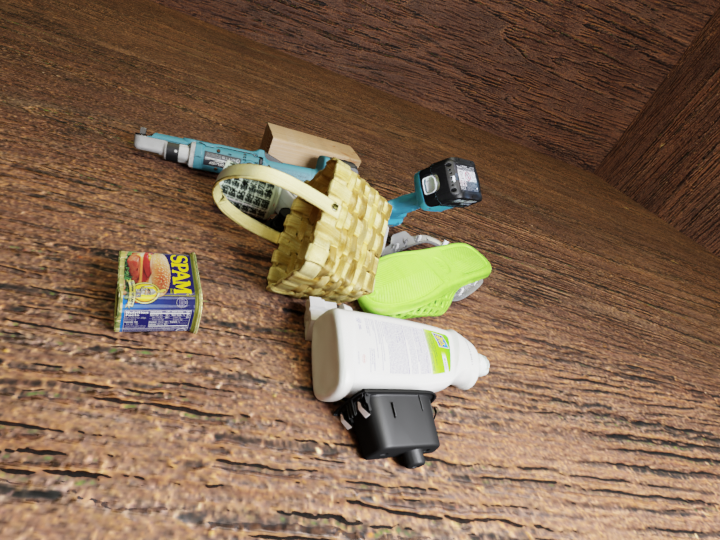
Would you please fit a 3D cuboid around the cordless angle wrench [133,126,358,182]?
[{"bbox_3d":[-0.217,-0.206,0.825,0.412,0.097,0.077,9,14,-16],"label":"cordless angle wrench"}]

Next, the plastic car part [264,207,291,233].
[{"bbox_3d":[-0.068,-0.044,0.696,0.207,0.066,0.066,27,37,10],"label":"plastic car part"}]

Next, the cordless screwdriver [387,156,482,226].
[{"bbox_3d":[0.084,-0.133,0.793,0.152,0.258,0.075,-4,83,-39],"label":"cordless screwdriver"}]

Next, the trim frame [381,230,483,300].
[{"bbox_3d":[0.142,-0.016,0.825,0.193,0.027,0.240,38,35,24],"label":"trim frame"}]

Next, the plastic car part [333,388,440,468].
[{"bbox_3d":[0.041,0.167,0.442,0.112,0.066,0.074,12,47,-27],"label":"plastic car part"}]
